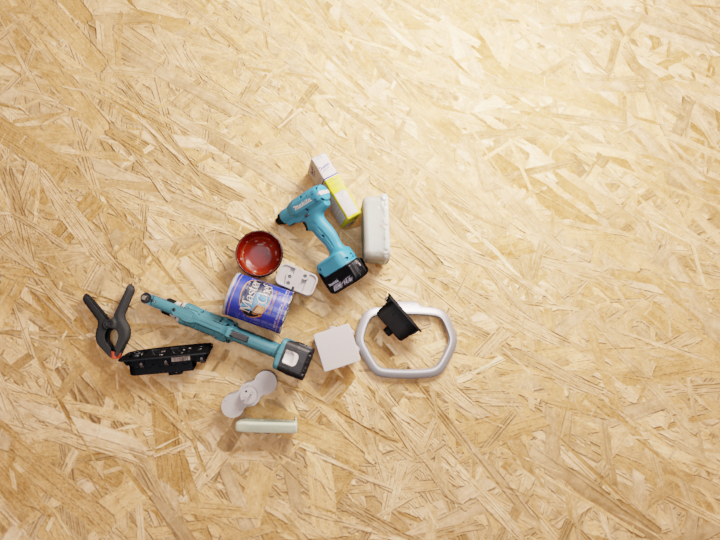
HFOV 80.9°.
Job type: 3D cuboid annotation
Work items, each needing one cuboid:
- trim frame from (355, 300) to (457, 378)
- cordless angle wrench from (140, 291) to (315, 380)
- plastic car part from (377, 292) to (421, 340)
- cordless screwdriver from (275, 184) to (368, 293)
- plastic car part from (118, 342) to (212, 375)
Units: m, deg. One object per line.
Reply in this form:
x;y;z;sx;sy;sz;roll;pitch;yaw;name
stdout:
0.111;0.166;1.023;0.248;0.027;0.186;0;80;-1;trim frame
-0.315;0.137;0.980;0.427;0.096;0.074;21;79;5;cordless angle wrench
0.082;0.120;0.995;0.071;0.065;0.117;-38;88;5;plastic car part
-0.100;-0.065;1.020;0.163;0.072;0.249;-28;88;31;cordless screwdriver
-0.445;0.206;0.972;0.201;0.068;0.066;-1;107;-5;plastic car part
